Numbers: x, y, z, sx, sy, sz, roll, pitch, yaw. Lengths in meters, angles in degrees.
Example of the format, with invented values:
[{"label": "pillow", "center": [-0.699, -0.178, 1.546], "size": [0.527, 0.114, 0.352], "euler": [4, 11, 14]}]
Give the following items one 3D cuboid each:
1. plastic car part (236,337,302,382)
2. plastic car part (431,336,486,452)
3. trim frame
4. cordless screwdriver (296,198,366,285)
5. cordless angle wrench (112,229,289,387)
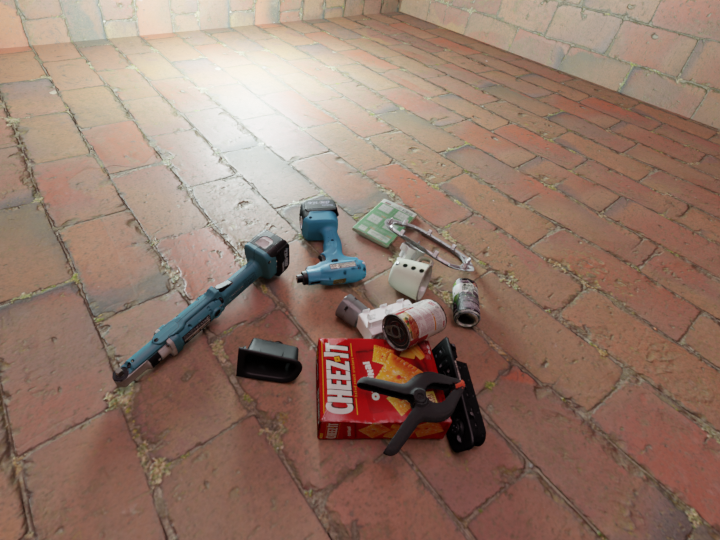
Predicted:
[{"label": "plastic car part", "center": [-0.165, 0.159, 0.783], "size": [0.116, 0.065, 0.073], "euler": [8, 28, -4]}, {"label": "plastic car part", "center": [0.173, 0.225, 0.754], "size": [0.065, 0.067, 0.209], "euler": [26, 37, -21]}, {"label": "trim frame", "center": [0.169, -0.069, 1.041], "size": [0.261, 0.027, 0.176], "euler": [38, 26, 27]}, {"label": "cordless screwdriver", "center": [-0.100, -0.065, 1.018], "size": [0.155, 0.072, 0.261], "euler": [-9, 49, -17]}, {"label": "cordless angle wrench", "center": [-0.302, 0.070, 0.843], "size": [0.077, 0.095, 0.418], "euler": [28, 51, 19]}]
